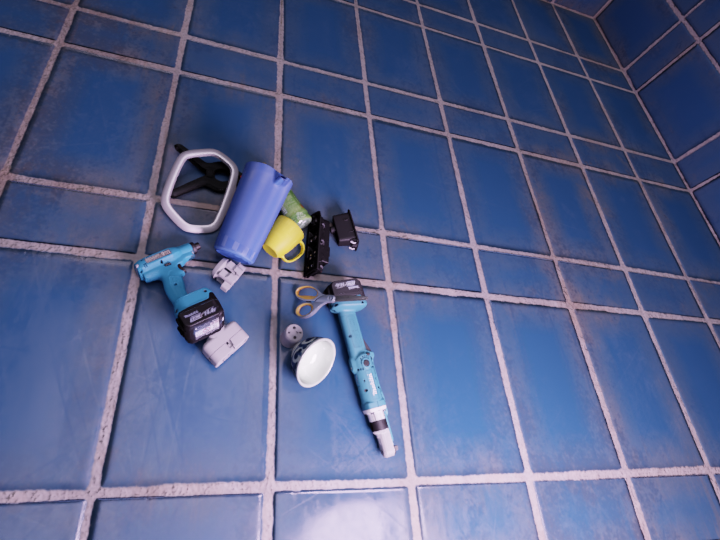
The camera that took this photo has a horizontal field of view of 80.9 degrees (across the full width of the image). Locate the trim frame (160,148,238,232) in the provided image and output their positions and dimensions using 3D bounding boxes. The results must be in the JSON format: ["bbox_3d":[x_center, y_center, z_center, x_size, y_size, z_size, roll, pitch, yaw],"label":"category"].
[{"bbox_3d":[-0.420,-0.215,1.124,0.179,0.028,0.252,18,68,-16],"label":"trim frame"}]

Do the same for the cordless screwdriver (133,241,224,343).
[{"bbox_3d":[-0.391,0.035,0.969,0.155,0.073,0.260,-29,59,-32],"label":"cordless screwdriver"}]

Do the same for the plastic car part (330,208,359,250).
[{"bbox_3d":[-0.052,-0.115,1.223,0.070,0.065,0.121,-12,64,-13],"label":"plastic car part"}]

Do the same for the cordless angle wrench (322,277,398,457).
[{"bbox_3d":[0.005,0.230,1.040,0.095,0.075,0.435,-6,67,-25],"label":"cordless angle wrench"}]

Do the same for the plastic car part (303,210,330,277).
[{"bbox_3d":[-0.114,-0.075,1.170,0.064,0.067,0.209,13,58,-28],"label":"plastic car part"}]
